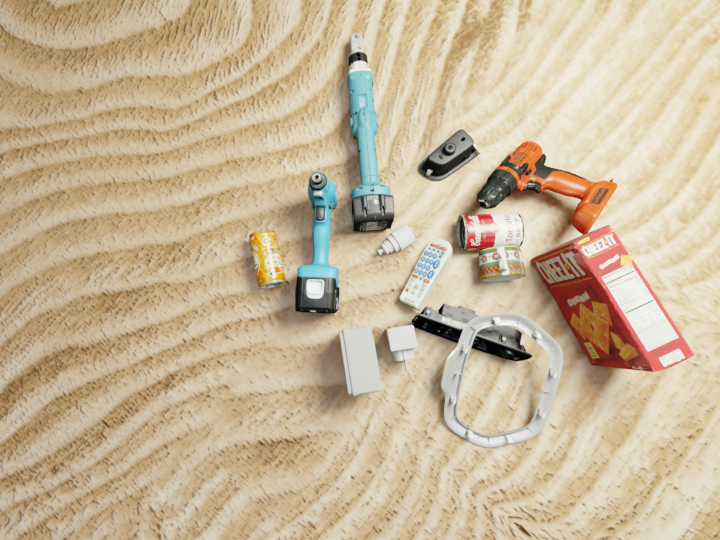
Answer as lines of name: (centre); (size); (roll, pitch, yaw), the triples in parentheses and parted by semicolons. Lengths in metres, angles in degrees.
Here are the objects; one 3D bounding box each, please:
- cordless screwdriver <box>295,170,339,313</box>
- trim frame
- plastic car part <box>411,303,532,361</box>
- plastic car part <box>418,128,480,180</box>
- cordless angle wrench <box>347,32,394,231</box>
cordless screwdriver: (-0.075, -0.049, 0.764); (0.075, 0.157, 0.251); (2, 82, 2)
trim frame: (0.233, 0.189, 0.711); (0.187, 0.027, 0.246); (12, 103, 8)
plastic car part: (0.199, 0.107, 0.757); (0.207, 0.065, 0.067); (23, 57, 11)
plastic car part: (0.172, -0.227, 0.815); (0.116, 0.069, 0.067); (-38, 79, -5)
cordless angle wrench: (0.007, -0.290, 0.838); (0.074, 0.096, 0.430); (-4, 75, -1)
